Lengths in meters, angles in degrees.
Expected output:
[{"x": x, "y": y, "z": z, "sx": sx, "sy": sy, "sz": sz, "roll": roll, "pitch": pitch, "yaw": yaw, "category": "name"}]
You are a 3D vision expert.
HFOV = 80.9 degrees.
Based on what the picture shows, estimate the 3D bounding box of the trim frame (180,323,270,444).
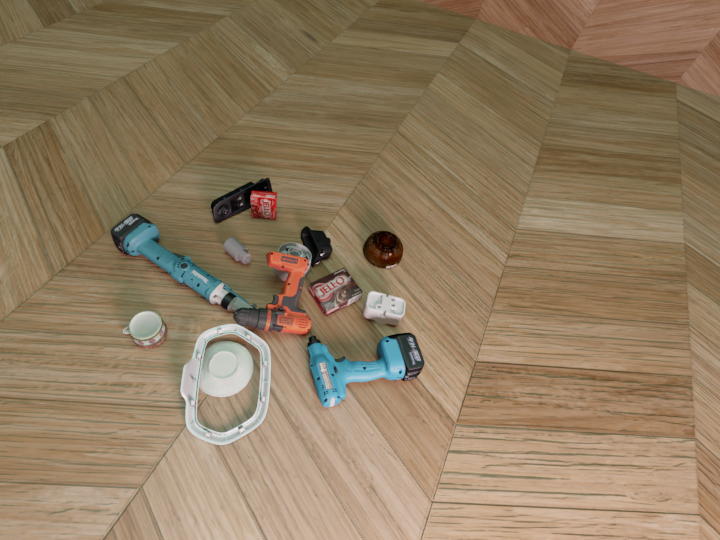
[{"x": -0.285, "y": 0.235, "z": 0.901, "sx": 0.182, "sy": 0.027, "sz": 0.254, "roll": 3, "pitch": 64, "yaw": -7, "category": "trim frame"}]

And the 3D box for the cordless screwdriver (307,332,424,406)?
[{"x": 0.006, "y": 0.198, "z": 0.963, "sx": 0.245, "sy": 0.072, "sz": 0.166, "roll": -13, "pitch": 56, "yaw": -12, "category": "cordless screwdriver"}]

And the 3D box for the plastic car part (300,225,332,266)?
[{"x": -0.114, "y": -0.075, "z": 1.168, "sx": 0.068, "sy": 0.065, "sz": 0.122, "roll": 0, "pitch": 48, "yaw": -29, "category": "plastic car part"}]

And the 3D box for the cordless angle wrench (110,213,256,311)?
[{"x": -0.439, "y": 0.001, "z": 1.060, "sx": 0.434, "sy": 0.073, "sz": 0.097, "roll": 31, "pitch": 55, "yaw": 13, "category": "cordless angle wrench"}]

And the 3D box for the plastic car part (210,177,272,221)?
[{"x": -0.355, "y": -0.213, "z": 1.236, "sx": 0.070, "sy": 0.064, "sz": 0.199, "roll": 34, "pitch": 56, "yaw": 27, "category": "plastic car part"}]
